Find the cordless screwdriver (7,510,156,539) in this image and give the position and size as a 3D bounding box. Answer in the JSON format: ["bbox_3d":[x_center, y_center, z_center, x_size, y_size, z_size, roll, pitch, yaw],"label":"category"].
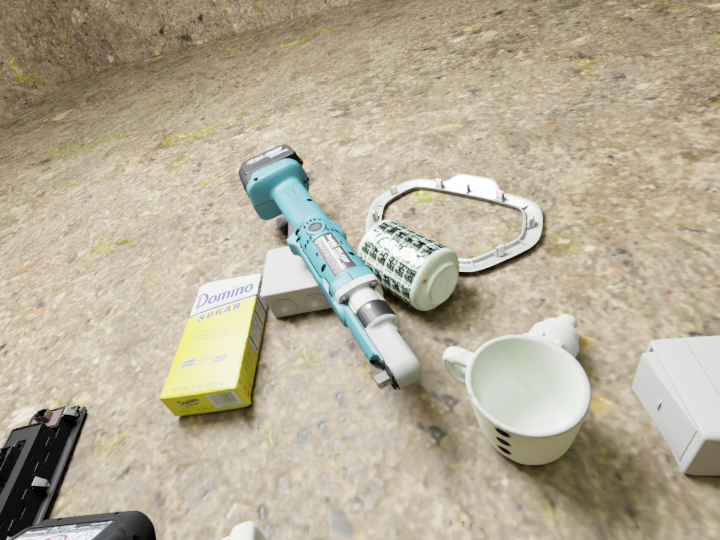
[{"bbox_3d":[-0.161,0.270,0.207,0.160,0.073,0.252,-16,82,6],"label":"cordless screwdriver"}]

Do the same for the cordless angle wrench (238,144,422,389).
[{"bbox_3d":[-0.050,-0.033,0.512,0.097,0.071,0.446,-27,43,-10],"label":"cordless angle wrench"}]

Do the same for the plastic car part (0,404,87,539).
[{"bbox_3d":[-0.351,0.226,0.430,0.066,0.064,0.211,-11,43,-2],"label":"plastic car part"}]

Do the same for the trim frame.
[{"bbox_3d":[0.120,-0.077,0.595,0.263,0.026,0.182,21,54,39],"label":"trim frame"}]
